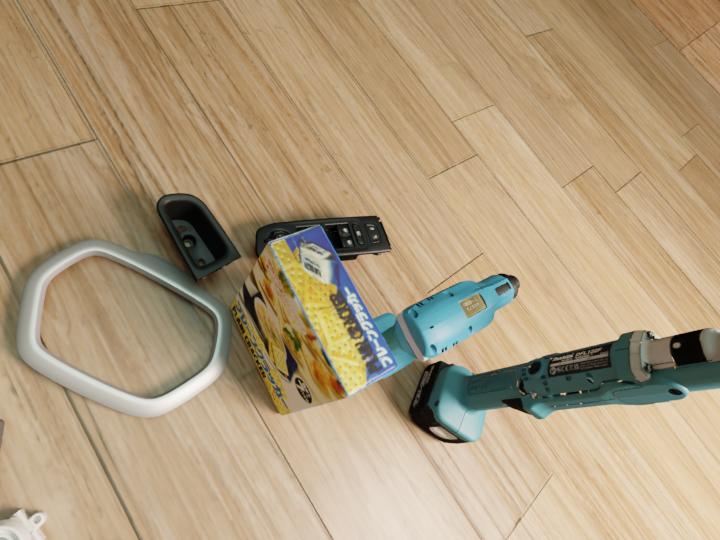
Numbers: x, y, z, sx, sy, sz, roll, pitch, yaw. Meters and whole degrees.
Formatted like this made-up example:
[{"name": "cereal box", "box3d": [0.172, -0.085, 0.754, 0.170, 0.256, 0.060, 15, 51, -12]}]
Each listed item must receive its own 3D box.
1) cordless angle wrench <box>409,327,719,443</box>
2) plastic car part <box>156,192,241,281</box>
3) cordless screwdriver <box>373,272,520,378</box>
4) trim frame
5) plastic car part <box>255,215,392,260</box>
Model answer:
[{"name": "cordless angle wrench", "box3d": [0.201, 0.119, 0.442, 0.073, 0.428, 0.098, 36, 57, -9]}, {"name": "plastic car part", "box3d": [-0.220, -0.040, 0.555, 0.064, 0.071, 0.118, -30, 81, -33]}, {"name": "cordless screwdriver", "box3d": [0.064, 0.073, 0.512, 0.154, 0.251, 0.076, -21, 79, -32]}, {"name": "trim frame", "box3d": [-0.274, 0.062, 0.507, 0.245, 0.028, 0.186, 28, 58, -8]}, {"name": "plastic car part", "box3d": [-0.061, -0.040, 0.625, 0.196, 0.067, 0.068, -5, 69, -25]}]
